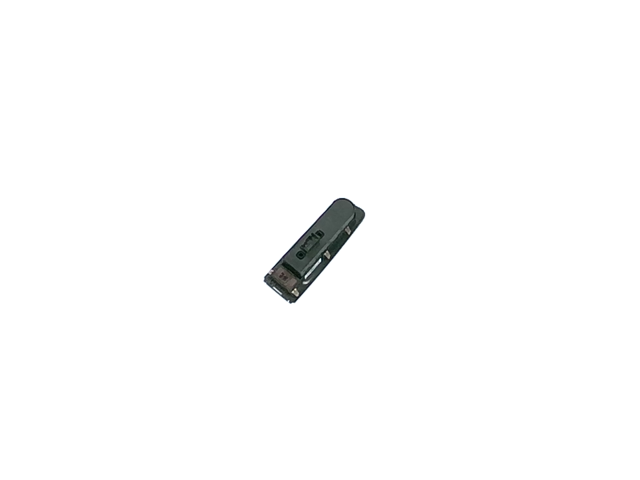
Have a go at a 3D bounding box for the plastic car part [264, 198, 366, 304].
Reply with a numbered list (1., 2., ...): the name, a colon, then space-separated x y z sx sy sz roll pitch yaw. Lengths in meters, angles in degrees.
1. plastic car part: -0.005 0.002 0.688 0.066 0.202 0.067 35 -21 23
